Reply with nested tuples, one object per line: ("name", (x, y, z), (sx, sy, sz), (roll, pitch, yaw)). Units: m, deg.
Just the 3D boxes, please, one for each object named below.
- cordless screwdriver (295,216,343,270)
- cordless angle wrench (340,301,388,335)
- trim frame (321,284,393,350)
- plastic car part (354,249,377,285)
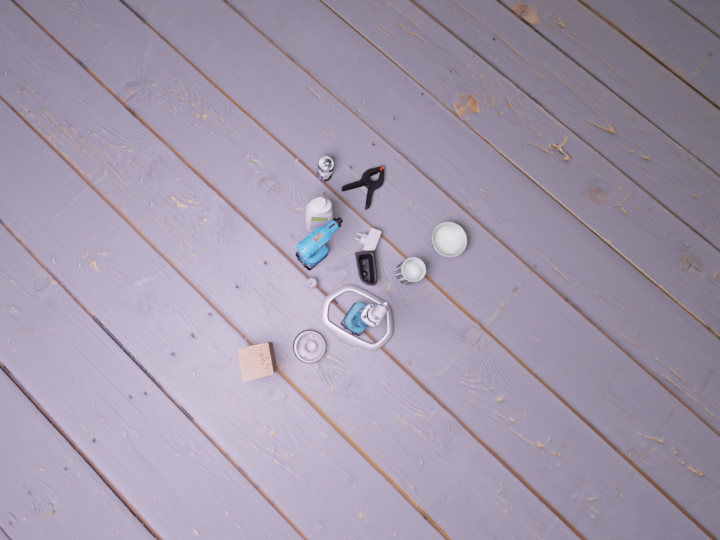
("cordless screwdriver", (-0.129, -0.085, 1.323), (0.158, 0.248, 0.075), (-41, 89, -12))
("cordless angle wrench", (0.016, 0.130, 1.195), (0.074, 0.422, 0.098), (35, 78, -2))
("trim frame", (-0.010, 0.155, 1.389), (0.250, 0.027, 0.184), (27, 78, 3))
("plastic car part", (0.017, -0.002, 1.403), (0.065, 0.070, 0.118), (-6, 79, -7))
